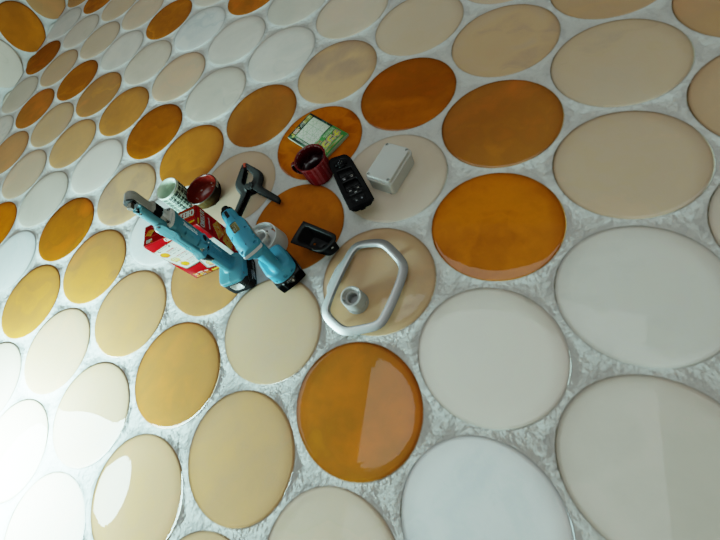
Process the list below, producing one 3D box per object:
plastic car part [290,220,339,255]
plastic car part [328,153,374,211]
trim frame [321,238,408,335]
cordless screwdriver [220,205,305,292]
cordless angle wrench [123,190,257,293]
[{"bbox_3d":[-0.103,-0.067,1.055,0.123,0.067,0.066,22,76,31],"label":"plastic car part"},{"bbox_3d":[-0.024,-0.226,1.100,0.067,0.063,0.212,-29,57,7],"label":"plastic car part"},{"bbox_3d":[0.007,0.035,0.979,0.193,0.026,0.249,14,72,29],"label":"trim frame"},{"bbox_3d":[-0.236,-0.052,1.005,0.074,0.236,0.168,-40,58,0],"label":"cordless screwdriver"},{"bbox_3d":[-0.380,-0.064,0.977,0.075,0.401,0.101,-20,60,11],"label":"cordless angle wrench"}]
